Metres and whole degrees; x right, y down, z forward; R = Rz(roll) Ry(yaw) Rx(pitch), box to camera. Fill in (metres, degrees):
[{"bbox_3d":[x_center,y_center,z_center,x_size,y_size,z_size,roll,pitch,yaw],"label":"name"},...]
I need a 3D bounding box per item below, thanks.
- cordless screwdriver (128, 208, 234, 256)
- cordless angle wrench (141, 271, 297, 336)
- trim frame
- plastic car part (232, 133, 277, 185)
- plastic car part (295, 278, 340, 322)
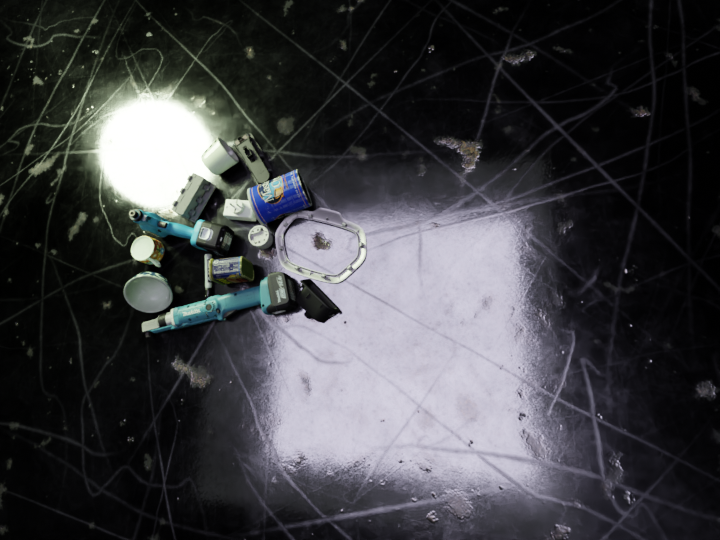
[{"bbox_3d":[-0.469,-0.107,1.109,0.255,0.155,0.075,13,81,11],"label":"cordless screwdriver"},{"bbox_3d":[-0.375,0.099,1.086,0.429,0.072,0.100,-15,75,10],"label":"cordless angle wrench"},{"bbox_3d":[-0.107,-0.070,1.091,0.256,0.026,0.185,16,80,17],"label":"trim frame"},{"bbox_3d":[-0.292,-0.302,1.170,0.066,0.065,0.208,-31,75,-5],"label":"plastic car part"},{"bbox_3d":[-0.116,0.084,1.043,0.120,0.064,0.071,47,104,14],"label":"plastic car part"}]
